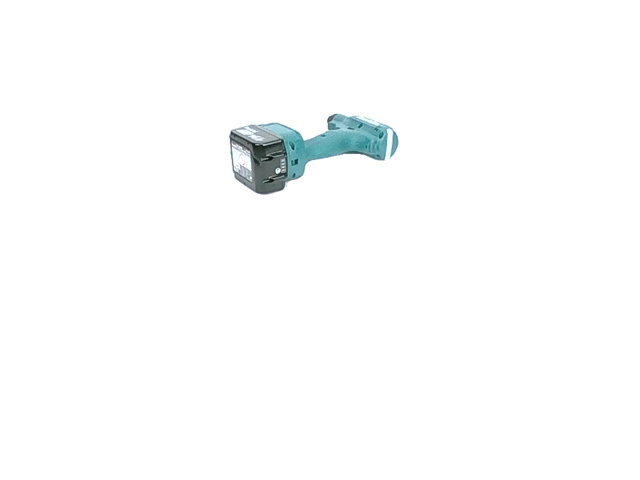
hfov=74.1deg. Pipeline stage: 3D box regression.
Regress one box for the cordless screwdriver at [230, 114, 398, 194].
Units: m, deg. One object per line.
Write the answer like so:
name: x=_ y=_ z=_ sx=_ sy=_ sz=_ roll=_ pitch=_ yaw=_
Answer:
cordless screwdriver: x=-0.020 y=-0.153 z=0.663 sx=0.247 sy=0.074 sz=0.160 roll=-18 pitch=36 yaw=-28
